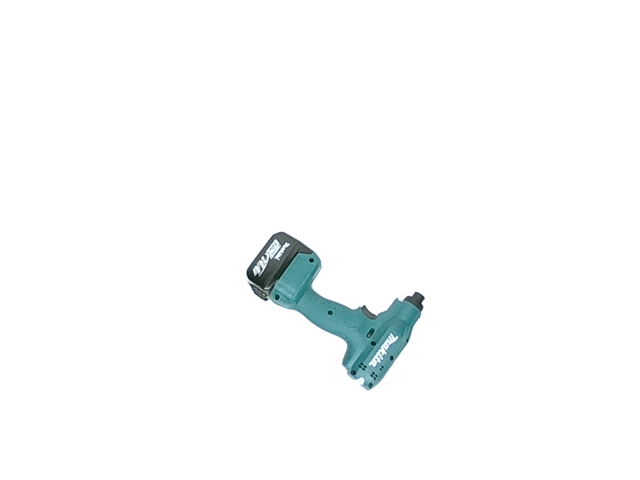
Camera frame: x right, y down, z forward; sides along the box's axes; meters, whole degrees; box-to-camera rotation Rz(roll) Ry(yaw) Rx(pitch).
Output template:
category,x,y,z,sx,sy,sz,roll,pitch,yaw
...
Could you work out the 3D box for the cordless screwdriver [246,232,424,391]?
category,x,y,z,sx,sy,sz,roll,pitch,yaw
cordless screwdriver,0.023,0.081,0.626,0.249,0.158,0.074,38,-17,8
